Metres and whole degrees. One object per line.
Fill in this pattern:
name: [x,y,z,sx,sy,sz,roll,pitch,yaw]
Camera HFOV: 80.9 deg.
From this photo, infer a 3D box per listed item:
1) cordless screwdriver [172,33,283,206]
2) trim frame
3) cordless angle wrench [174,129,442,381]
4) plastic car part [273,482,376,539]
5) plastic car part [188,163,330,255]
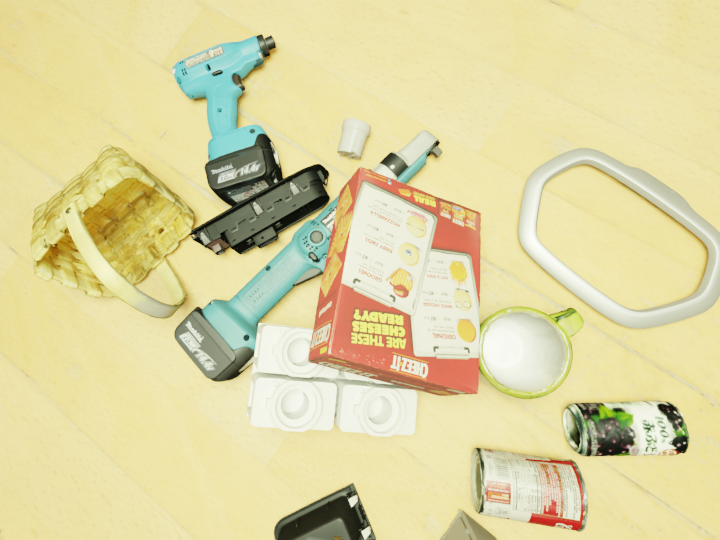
cordless screwdriver: [-0.169,-0.226,0.610,0.160,0.072,0.255,-21,73,4]
trim frame: [0.315,-0.044,0.519,0.256,0.027,0.184,41,89,16]
cordless angle wrench: [-0.054,-0.036,0.556,0.422,0.073,0.100,-45,79,-4]
plastic car part: [-0.049,0.309,0.485,0.116,0.069,0.067,-25,77,0]
plastic car part: [-0.124,-0.075,0.569,0.203,0.064,0.070,-33,67,-1]
